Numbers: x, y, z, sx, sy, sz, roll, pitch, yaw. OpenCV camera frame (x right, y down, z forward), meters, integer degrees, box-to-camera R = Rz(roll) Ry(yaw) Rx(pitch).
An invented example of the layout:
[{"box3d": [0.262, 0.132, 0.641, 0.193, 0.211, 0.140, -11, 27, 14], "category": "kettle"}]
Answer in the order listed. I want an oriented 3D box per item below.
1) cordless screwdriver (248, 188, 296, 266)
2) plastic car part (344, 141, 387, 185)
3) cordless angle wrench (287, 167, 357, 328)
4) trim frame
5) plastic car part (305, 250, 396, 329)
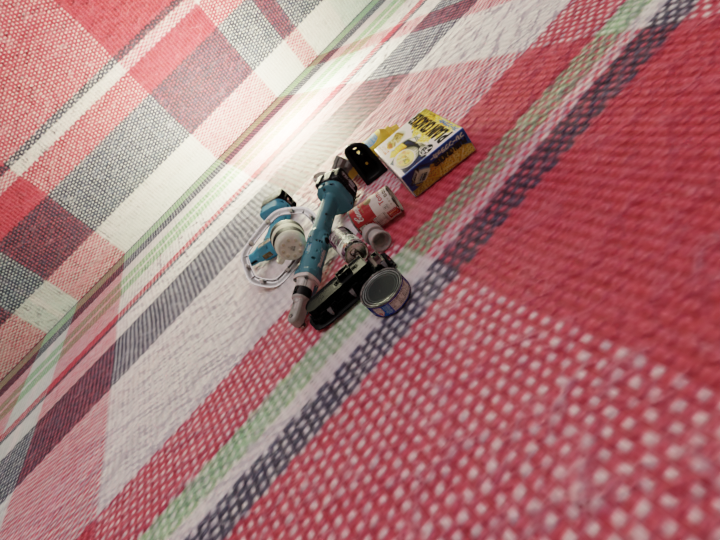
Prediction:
[{"box3d": [-0.269, -0.123, 1.248, 0.162, 0.070, 0.257, -30, 38, 23], "category": "cordless screwdriver"}, {"box3d": [0.005, -0.288, 1.084, 0.066, 0.112, 0.073, -37, 26, 12], "category": "plastic car part"}, {"box3d": [-0.094, -0.062, 0.966, 0.077, 0.093, 0.430, -17, 44, 34], "category": "cordless angle wrench"}, {"box3d": [-0.208, -0.068, 1.096, 0.193, 0.026, 0.248, 28, 73, 27], "category": "trim frame"}, {"box3d": [-0.029, 0.034, 0.808, 0.203, 0.063, 0.070, -45, 37, 5], "category": "plastic car part"}]
